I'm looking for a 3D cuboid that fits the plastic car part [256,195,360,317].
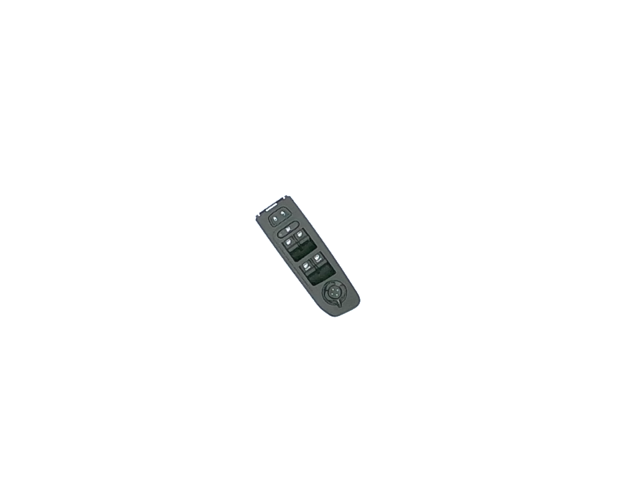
[{"bbox_3d":[-0.020,0.033,0.663,0.066,0.203,0.067,-35,-10,-18],"label":"plastic car part"}]
